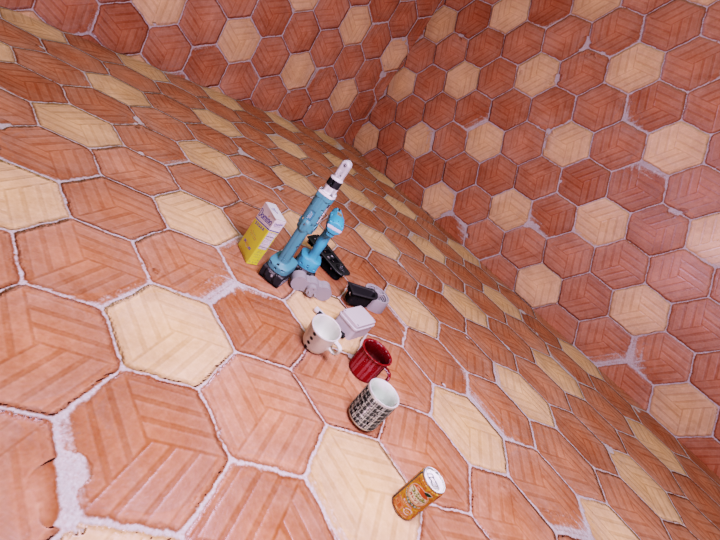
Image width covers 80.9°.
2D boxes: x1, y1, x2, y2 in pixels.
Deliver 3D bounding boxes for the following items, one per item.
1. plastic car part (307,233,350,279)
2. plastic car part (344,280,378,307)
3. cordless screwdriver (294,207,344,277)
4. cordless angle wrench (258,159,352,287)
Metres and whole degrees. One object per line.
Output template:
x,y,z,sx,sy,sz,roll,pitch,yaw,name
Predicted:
-0.122,-0.041,1.505,0.212,0.067,0.063,45,25,23,plastic car part
-0.004,0.091,1.399,0.111,0.071,0.069,21,27,-29,plastic car part
-0.132,-0.086,1.348,0.073,0.249,0.162,31,24,-14,cordless screwdriver
-0.148,-0.133,1.195,0.075,0.423,0.096,39,23,4,cordless angle wrench
